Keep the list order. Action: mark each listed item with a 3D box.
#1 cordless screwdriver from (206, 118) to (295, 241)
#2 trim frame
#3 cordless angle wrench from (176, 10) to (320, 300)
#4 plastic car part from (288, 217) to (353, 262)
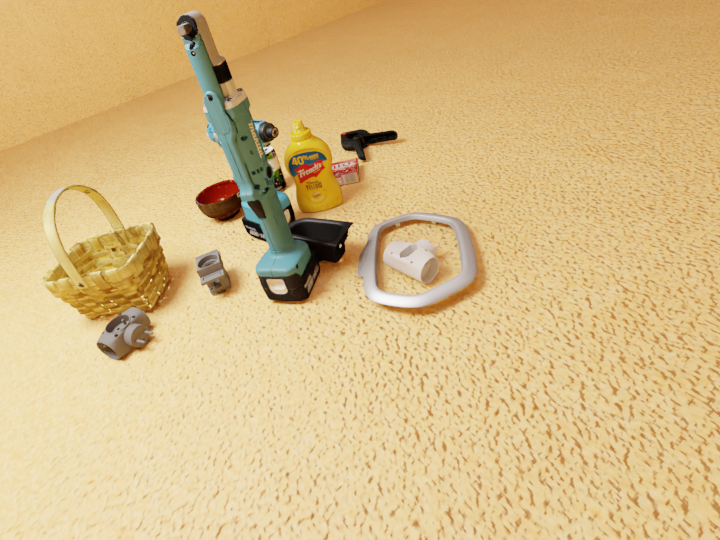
[{"bbox_3d":[-0.183,-0.168,0.789,0.168,0.238,0.073,16,46,36],"label":"cordless screwdriver"},{"bbox_3d":[0.085,-0.026,0.679,0.188,0.026,0.254,-8,38,12],"label":"trim frame"},{"bbox_3d":[-0.152,-0.134,0.598,0.077,0.405,0.099,0,38,19],"label":"cordless angle wrench"},{"bbox_3d":[-0.072,-0.047,0.734,0.122,0.068,0.066,8,43,30],"label":"plastic car part"}]
